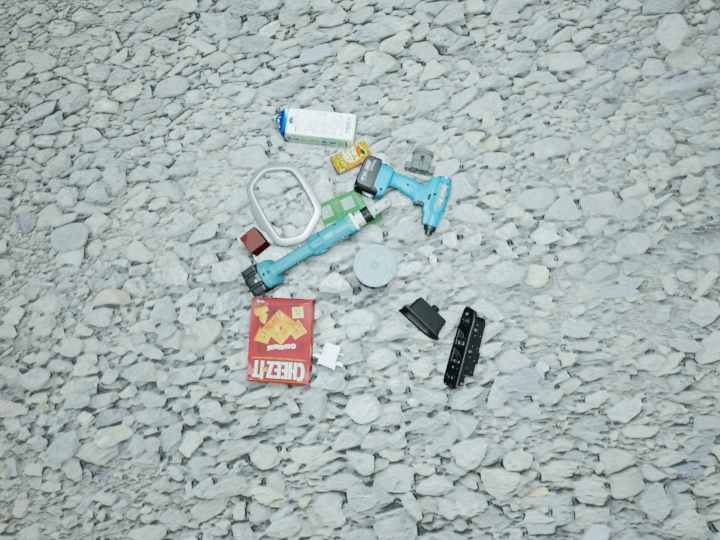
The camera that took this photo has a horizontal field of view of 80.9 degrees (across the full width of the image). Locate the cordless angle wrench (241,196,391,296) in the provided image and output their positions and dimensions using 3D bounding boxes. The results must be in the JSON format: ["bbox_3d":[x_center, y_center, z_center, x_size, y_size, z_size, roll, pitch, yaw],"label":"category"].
[{"bbox_3d":[-0.106,-0.069,1.084,0.426,0.096,0.075,-30,86,8],"label":"cordless angle wrench"}]

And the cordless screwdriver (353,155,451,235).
[{"bbox_3d":[0.105,-0.198,1.114,0.249,0.074,0.159,17,84,-1],"label":"cordless screwdriver"}]

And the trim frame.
[{"bbox_3d":[-0.215,-0.186,1.170,0.185,0.027,0.253,-32,79,4],"label":"trim frame"}]

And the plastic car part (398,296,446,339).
[{"bbox_3d":[0.167,0.114,1.080,0.118,0.065,0.070,40,73,5],"label":"plastic car part"}]

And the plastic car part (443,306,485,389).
[{"bbox_3d":[0.266,0.193,1.052,0.067,0.066,0.204,13,83,-5],"label":"plastic car part"}]
